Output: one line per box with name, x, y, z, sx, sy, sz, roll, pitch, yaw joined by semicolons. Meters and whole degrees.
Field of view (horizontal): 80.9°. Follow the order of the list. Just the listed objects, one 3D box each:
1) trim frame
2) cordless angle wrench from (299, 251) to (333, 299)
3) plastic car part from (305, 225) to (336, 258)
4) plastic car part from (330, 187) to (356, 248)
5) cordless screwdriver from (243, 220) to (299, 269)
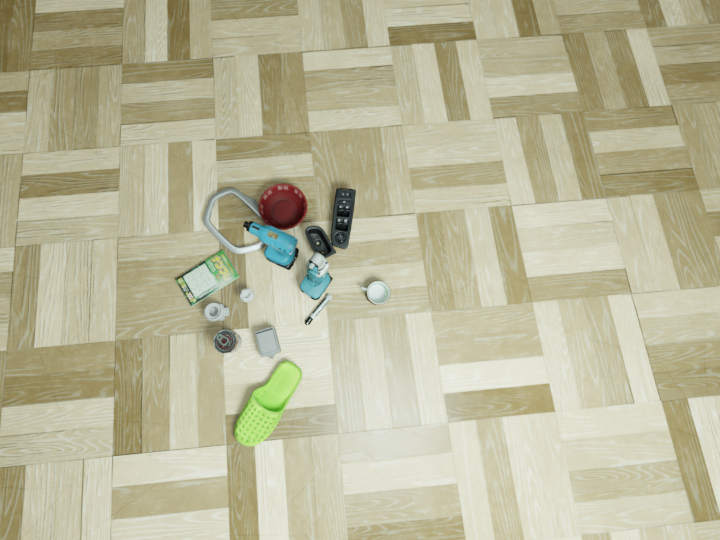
trim frame;-0.408;-0.166;1.407;0.253;0.027;0.183;42;79;9
cordless angle wrench;-0.121;0.008;1.168;0.075;0.420;0.098;34;78;1
plastic car part;-0.134;-0.088;1.370;0.065;0.070;0.119;-26;79;-9
plastic car part;-0.060;-0.167;1.393;0.066;0.066;0.205;7;76;-2
cordless screwdriver;-0.265;-0.080;1.276;0.160;0.247;0.074;26;78;1
